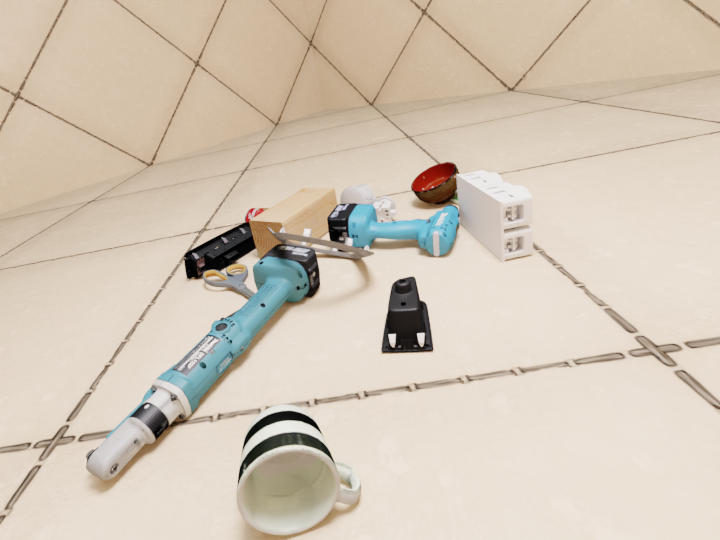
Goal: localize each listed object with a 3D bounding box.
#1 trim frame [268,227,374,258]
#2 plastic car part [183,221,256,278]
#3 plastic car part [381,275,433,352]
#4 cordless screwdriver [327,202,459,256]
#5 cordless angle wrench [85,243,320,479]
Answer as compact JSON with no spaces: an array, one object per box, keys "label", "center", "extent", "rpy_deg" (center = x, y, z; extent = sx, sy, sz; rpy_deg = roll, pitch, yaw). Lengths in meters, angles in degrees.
[{"label":"trim frame","center":[-0.073,-0.047,0.742],"extent":[0.183,0.027,0.250],"rpy_deg":[10,0,-6]},{"label":"plastic car part","center":[-0.287,-0.048,0.922],"extent":[0.070,0.064,0.200],"rpy_deg":[13,35,25]},{"label":"plastic car part","center":[0.061,0.049,0.576],"extent":[0.067,0.068,0.118],"rpy_deg":[-5,30,11]},{"label":"cordless screwdriver","center":[0.068,-0.094,0.848],"extent":[0.259,0.072,0.158],"rpy_deg":[5,33,25]},{"label":"cordless angle wrench","center":[-0.189,0.098,0.589],"extent":[0.102,0.072,0.420],"rpy_deg":[8,35,23]}]
